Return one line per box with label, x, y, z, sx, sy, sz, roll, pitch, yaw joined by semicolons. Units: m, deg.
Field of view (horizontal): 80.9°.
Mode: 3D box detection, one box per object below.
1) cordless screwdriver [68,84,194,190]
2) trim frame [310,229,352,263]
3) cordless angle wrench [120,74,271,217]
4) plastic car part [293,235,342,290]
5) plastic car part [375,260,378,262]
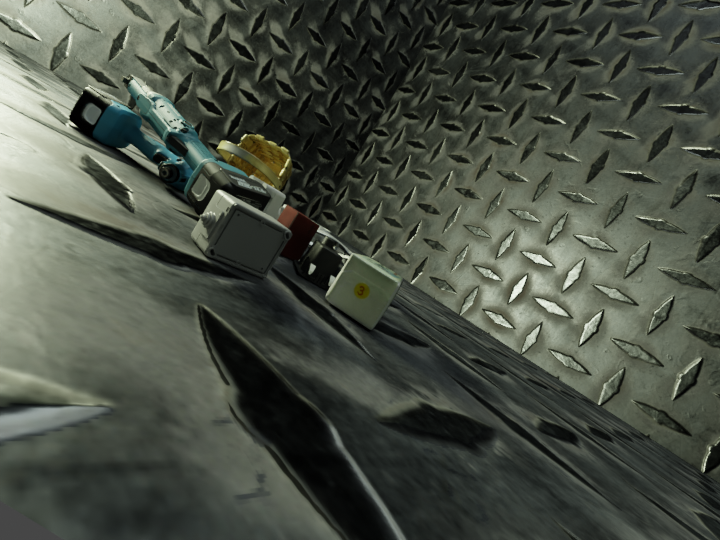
cordless screwdriver;-0.391;-0.224;0.743;0.248;0.074;0.159;35;7;-2
trim frame;-0.093;-0.061;0.955;0.192;0.027;0.237;18;-10;24
cordless angle wrench;-0.300;-0.221;0.700;0.444;0.074;0.093;46;18;29
plastic car part;-0.064;-0.020;0.679;0.064;0.071;0.120;32;7;-19
plastic car part;0.015;0.003;1.044;0.067;0.066;0.202;17;3;0
